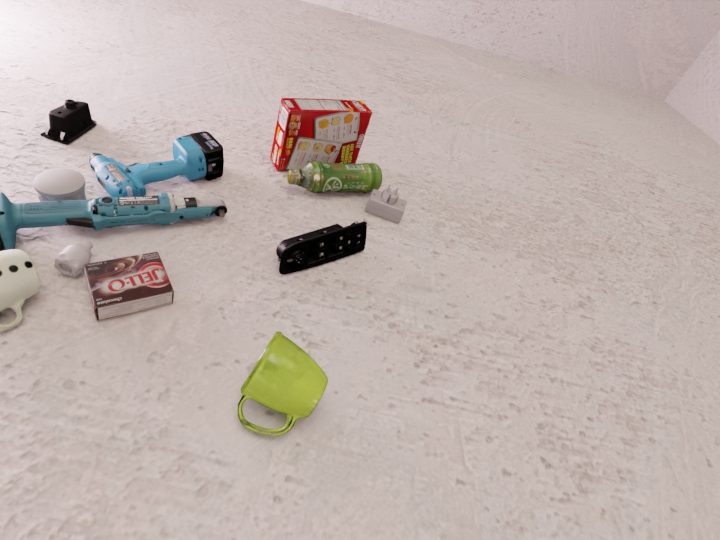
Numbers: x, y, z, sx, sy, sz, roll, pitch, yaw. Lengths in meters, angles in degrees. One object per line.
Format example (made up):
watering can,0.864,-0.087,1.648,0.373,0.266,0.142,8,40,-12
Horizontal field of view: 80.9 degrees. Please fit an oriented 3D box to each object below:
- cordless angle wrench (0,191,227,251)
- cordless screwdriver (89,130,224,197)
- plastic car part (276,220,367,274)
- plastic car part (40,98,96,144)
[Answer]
cordless angle wrench,-0.446,-0.101,0.745,0.408,0.073,0.103,-9,48,-29
cordless screwdriver,-0.421,-0.226,0.884,0.166,0.073,0.243,40,50,23
plastic car part,-0.079,-0.052,0.809,0.197,0.065,0.071,-24,47,-36
plastic car part,-0.643,-0.340,0.936,0.066,0.070,0.118,19,45,-3
